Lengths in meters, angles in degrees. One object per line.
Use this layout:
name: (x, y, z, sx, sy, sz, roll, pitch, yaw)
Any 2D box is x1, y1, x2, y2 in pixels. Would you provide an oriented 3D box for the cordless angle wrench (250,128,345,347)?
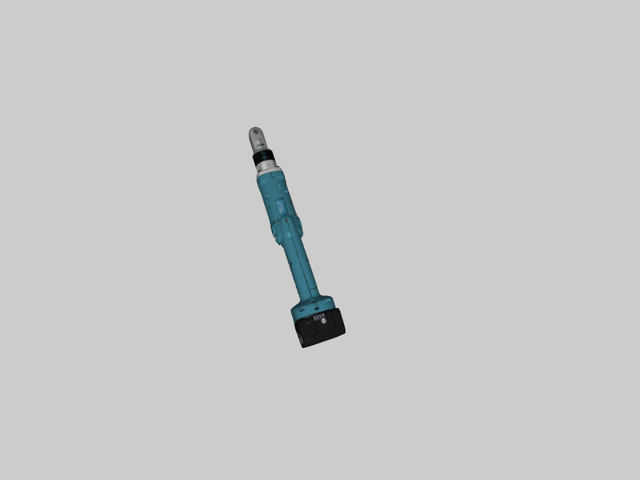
cordless angle wrench: (-0.062, -0.021, 0.773, 0.074, 0.422, 0.098, -16, -13, -11)
